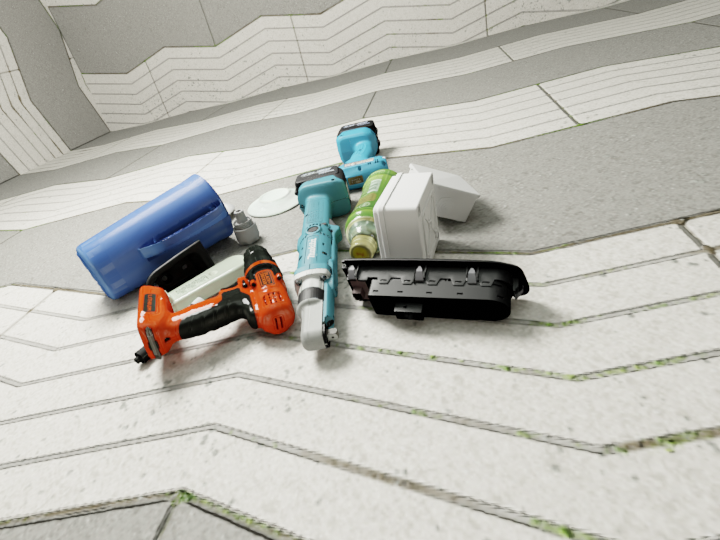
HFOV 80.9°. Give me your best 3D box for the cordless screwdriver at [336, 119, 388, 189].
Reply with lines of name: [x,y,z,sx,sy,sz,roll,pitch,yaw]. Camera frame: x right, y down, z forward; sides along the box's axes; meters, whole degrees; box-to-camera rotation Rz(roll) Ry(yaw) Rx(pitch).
cordless screwdriver: [-0.025,-0.249,0.936,0.161,0.071,0.256,-12,35,8]

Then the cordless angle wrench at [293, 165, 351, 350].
cordless angle wrench: [-0.062,-0.040,0.629,0.099,0.071,0.435,-13,34,6]

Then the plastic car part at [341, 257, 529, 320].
plastic car part: [0.076,0.022,0.469,0.210,0.063,0.068,-2,42,23]

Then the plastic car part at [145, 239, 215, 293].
plastic car part: [-0.299,0.009,0.680,0.115,0.064,0.074,-40,22,-28]

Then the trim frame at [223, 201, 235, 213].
trim frame: [-0.386,-0.117,0.945,0.262,0.026,0.181,11,42,41]
